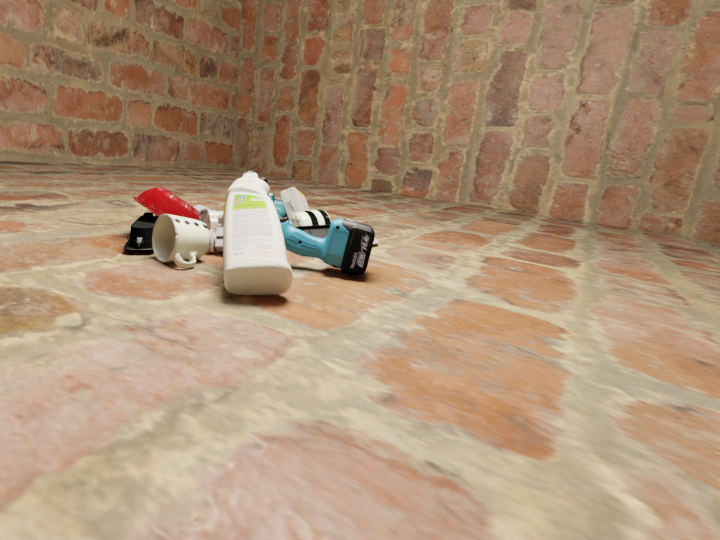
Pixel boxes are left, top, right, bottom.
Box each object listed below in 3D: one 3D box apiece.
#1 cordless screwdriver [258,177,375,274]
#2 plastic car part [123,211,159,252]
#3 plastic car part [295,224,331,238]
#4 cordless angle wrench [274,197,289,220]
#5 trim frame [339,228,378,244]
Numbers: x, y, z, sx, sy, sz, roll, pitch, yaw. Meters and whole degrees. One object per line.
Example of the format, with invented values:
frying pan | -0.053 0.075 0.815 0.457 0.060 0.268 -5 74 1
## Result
cordless screwdriver | -0.098 -0.080 0.794 0.251 0.158 0.074 9 5 4
plastic car part | -0.435 -0.081 0.864 0.064 0.066 0.211 9 15 -21
plastic car part | -0.091 -0.059 0.928 0.112 0.065 0.075 -5 32 -27
cordless angle wrench | -0.216 -0.112 1.049 0.096 0.073 0.436 4 17 -13
trim frame | -0.052 -0.099 1.141 0.182 0.027 0.256 2 17 -10
